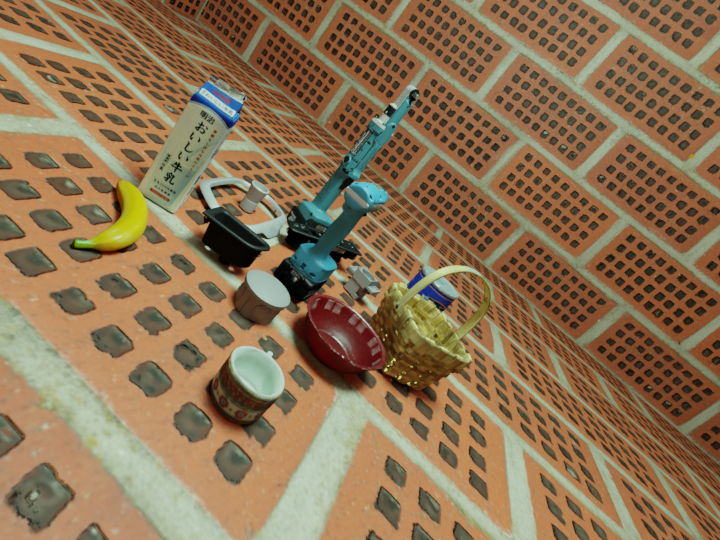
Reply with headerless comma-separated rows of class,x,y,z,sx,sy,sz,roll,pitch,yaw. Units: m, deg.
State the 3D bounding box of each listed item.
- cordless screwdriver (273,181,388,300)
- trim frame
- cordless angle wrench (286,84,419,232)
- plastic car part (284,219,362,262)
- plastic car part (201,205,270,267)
cordless screwdriver,-0.044,-0.060,0.788,0.076,0.250,0.155,44,20,8
trim frame,-0.251,-0.142,0.930,0.186,0.027,0.245,40,19,3
cordless angle wrench,-0.016,-0.245,0.983,0.070,0.425,0.103,21,28,-44
plastic car part,-0.095,-0.062,0.974,0.192,0.067,0.070,24,26,-37
plastic car part,-0.219,-0.046,0.711,0.117,0.071,0.065,40,20,2
